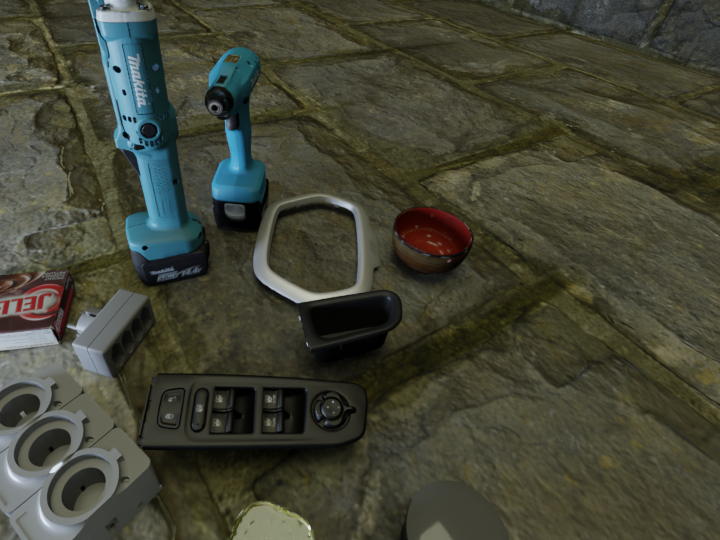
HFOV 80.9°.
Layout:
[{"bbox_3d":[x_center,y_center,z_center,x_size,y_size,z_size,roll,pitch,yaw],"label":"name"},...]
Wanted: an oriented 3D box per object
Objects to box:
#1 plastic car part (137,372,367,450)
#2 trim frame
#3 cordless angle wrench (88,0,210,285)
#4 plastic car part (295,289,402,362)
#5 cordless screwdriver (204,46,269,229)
[{"bbox_3d":[-0.093,0.141,0.396,0.201,0.065,0.069,0,43,-6],"label":"plastic car part"},{"bbox_3d":[-0.061,-0.040,0.627,0.183,0.027,0.256,2,42,-4],"label":"trim frame"},{"bbox_3d":[-0.231,-0.160,0.454,0.095,0.412,0.078,-11,46,-23],"label":"cordless angle wrench"},{"bbox_3d":[-0.010,0.070,0.480,0.114,0.069,0.069,-8,44,-16],"label":"plastic car part"},{"bbox_3d":[-0.174,-0.162,0.589,0.074,0.242,0.164,6,42,-5],"label":"cordless screwdriver"}]
